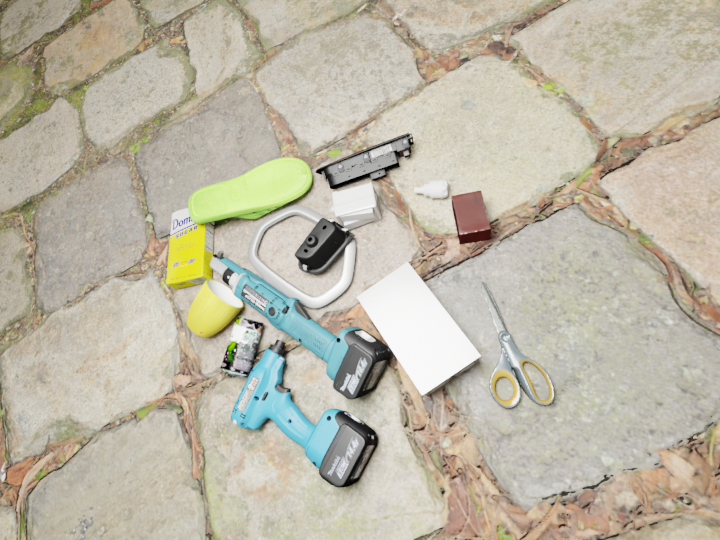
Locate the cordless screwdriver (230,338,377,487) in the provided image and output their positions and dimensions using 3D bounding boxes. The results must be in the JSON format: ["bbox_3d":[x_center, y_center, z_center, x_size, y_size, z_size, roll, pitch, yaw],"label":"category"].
[{"bbox_3d":[-0.091,0.230,0.707,0.261,0.071,0.159,20,77,28],"label":"cordless screwdriver"}]

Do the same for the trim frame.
[{"bbox_3d":[-0.120,-0.032,0.844,0.260,0.026,0.184,32,82,25],"label":"trim frame"}]

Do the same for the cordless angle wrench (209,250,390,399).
[{"bbox_3d":[-0.145,0.074,0.784,0.445,0.071,0.097,29,101,30],"label":"cordless angle wrench"}]

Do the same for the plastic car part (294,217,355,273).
[{"bbox_3d":[-0.077,-0.050,0.788,0.069,0.068,0.116,36,81,27],"label":"plastic car part"}]

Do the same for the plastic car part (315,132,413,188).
[{"bbox_3d":[0.011,-0.212,0.854,0.206,0.065,0.067,-13,93,13],"label":"plastic car part"}]
